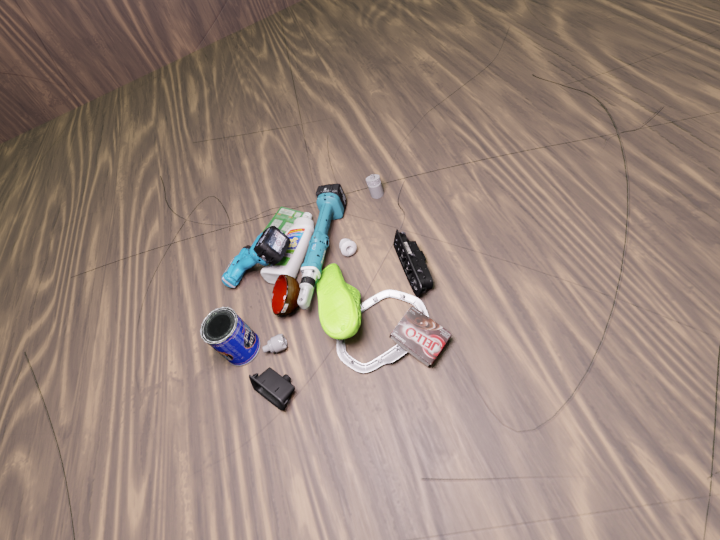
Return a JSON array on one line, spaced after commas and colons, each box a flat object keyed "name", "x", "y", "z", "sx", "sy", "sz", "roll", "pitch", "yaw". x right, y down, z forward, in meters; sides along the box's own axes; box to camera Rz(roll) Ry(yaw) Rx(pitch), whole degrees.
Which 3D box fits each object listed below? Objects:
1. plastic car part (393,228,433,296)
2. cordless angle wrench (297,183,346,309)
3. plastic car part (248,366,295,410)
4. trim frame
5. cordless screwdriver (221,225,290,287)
[{"name": "plastic car part", "x": 0.140, "y": -0.018, "z": 1.113, "sx": 0.066, "sy": 0.065, "sz": 0.211, "roll": 0, "pitch": 48, "yaw": -14}, {"name": "cordless angle wrench", "x": -0.118, "y": -0.077, "z": 1.212, "sx": 0.077, "sy": 0.093, "sz": 0.431, "roll": -4, "pitch": 51, "yaw": 19}, {"name": "plastic car part", "x": -0.204, "y": 0.280, "z": 1.026, "sx": 0.122, "sy": 0.063, "sz": 0.070, "roll": 23, "pitch": 51, "yaw": 29}, {"name": "trim frame", "x": 0.050, "y": 0.144, "z": 1.046, "sx": 0.247, "sy": 0.026, "sz": 0.194, "roll": -33, "pitch": 51, "yaw": -7}, {"name": "cordless screwdriver", "x": -0.305, "y": -0.054, "z": 1.242, "sx": 0.255, "sy": 0.071, "sz": 0.161, "roll": -27, "pitch": 32, "yaw": 39}]
